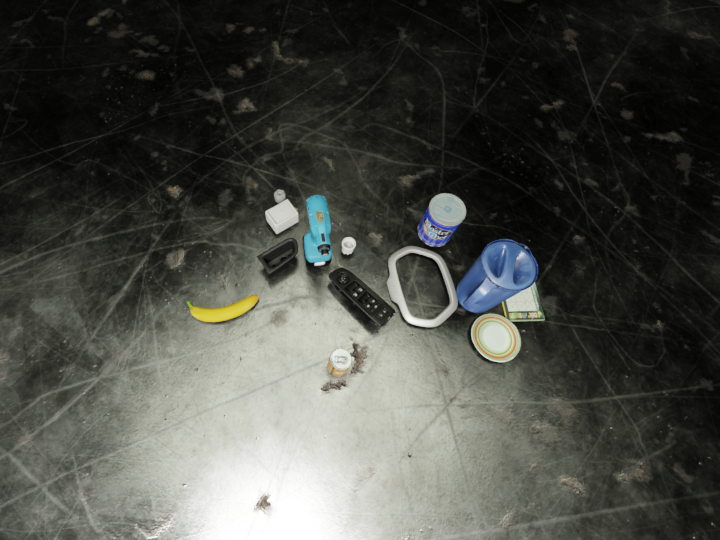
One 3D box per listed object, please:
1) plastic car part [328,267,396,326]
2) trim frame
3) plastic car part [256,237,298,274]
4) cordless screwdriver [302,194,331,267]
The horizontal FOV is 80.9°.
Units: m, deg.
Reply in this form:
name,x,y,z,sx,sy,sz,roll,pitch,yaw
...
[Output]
name,x,y,z,sx,sy,sz,roll,pitch,yaw
plastic car part,-0.002,0.071,1.158,0.209,0.066,0.066,43,70,16
trim frame,0.171,0.041,1.199,0.182,0.027,0.256,-11,66,-7
plastic car part,-0.225,-0.035,1.198,0.115,0.069,0.068,-33,73,-17
cordless screwdriver,-0.110,-0.072,1.123,0.073,0.244,0.164,-7,68,-10
